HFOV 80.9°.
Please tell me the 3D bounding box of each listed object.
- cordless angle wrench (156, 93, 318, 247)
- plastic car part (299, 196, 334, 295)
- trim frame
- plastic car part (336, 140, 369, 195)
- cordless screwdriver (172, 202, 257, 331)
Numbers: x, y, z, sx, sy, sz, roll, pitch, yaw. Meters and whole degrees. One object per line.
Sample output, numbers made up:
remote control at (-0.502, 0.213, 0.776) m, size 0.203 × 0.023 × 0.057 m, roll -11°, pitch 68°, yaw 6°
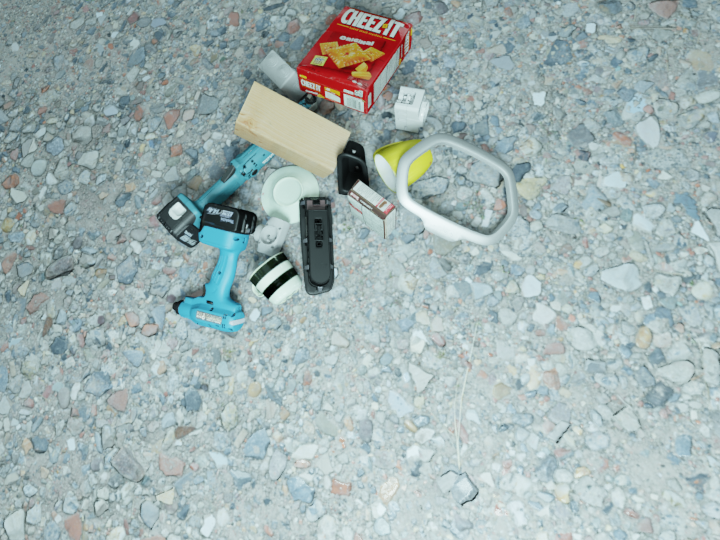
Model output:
cordless angle wrench at (-0.246, -0.227, 0.908) m, size 0.422 × 0.095 × 0.077 m, roll -45°, pitch 75°, yaw -6°
plastic car part at (-0.082, -0.054, 0.837) m, size 0.065 × 0.068 × 0.205 m, roll 0°, pitch 81°, yaw -16°
trim frame at (0.181, -0.148, 0.782) m, size 0.245 × 0.028 × 0.184 m, roll 24°, pitch 83°, yaw -7°
plastic car part at (-0.011, -0.210, 0.843) m, size 0.067 × 0.112 × 0.072 m, roll 7°, pitch 56°, yaw 8°
cordless screwdriver at (-0.299, -0.010, 0.854) m, size 0.165 × 0.072 × 0.248 m, roll 9°, pitch 92°, yaw 20°
